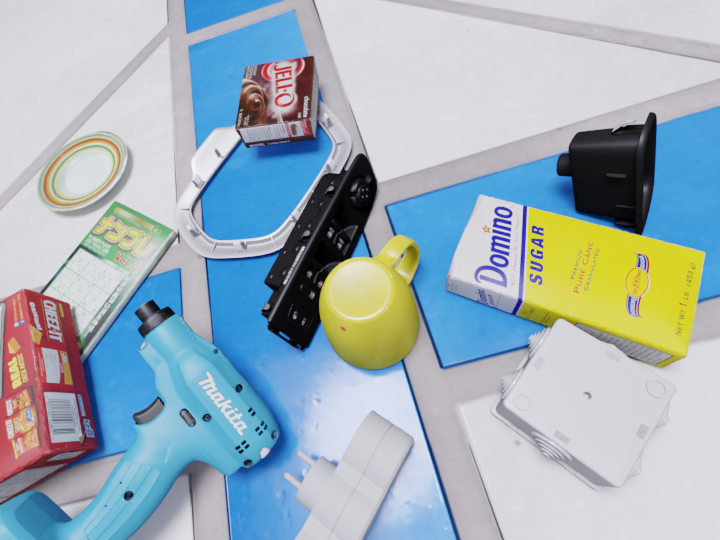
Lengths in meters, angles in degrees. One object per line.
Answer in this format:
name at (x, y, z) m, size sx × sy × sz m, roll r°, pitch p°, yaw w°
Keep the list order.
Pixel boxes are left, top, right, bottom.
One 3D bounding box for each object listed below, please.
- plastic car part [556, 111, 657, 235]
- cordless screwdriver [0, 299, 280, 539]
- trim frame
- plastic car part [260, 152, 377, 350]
plastic car part at (0.216, -0.088, 0.374) m, size 0.075 × 0.110 × 0.066 m, roll 9°, pitch 64°, yaw 41°
cordless screwdriver at (-0.200, 0.151, 0.319) m, size 0.246 × 0.075 × 0.159 m, roll -42°, pitch 90°, yaw -22°
trim frame at (-0.121, -0.121, 0.509) m, size 0.192 × 0.026 × 0.248 m, roll 24°, pitch 73°, yaw 24°
plastic car part at (-0.042, -0.027, 0.429) m, size 0.071 × 0.063 × 0.203 m, roll 11°, pitch 66°, yaw 44°
